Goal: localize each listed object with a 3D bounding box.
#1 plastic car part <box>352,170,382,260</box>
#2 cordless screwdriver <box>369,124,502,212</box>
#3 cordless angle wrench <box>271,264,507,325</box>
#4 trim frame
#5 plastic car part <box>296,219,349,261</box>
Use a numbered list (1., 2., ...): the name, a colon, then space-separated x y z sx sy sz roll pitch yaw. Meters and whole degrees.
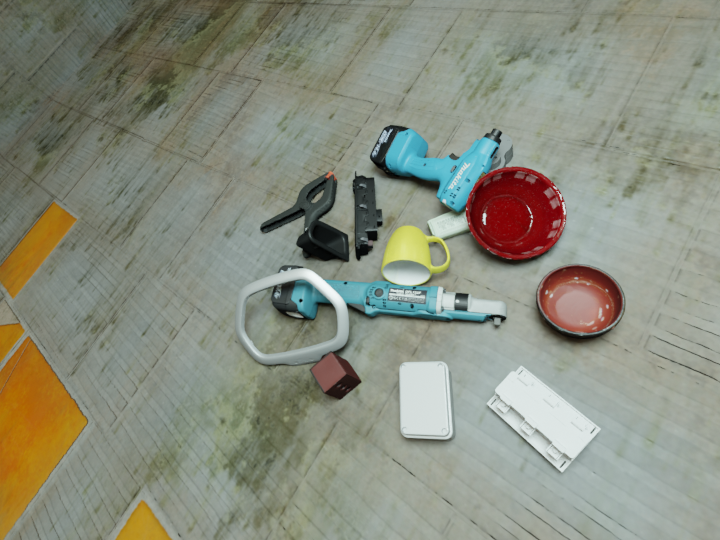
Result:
1. plastic car part: 0.011 -0.127 0.888 0.068 0.063 0.209 -10 60 8
2. cordless screwdriver: 0.143 -0.230 0.833 0.263 0.070 0.159 39 101 43
3. cordless angle wrench: 0.039 0.052 0.778 0.439 0.070 0.099 3 66 24
4. trim frame: -0.136 0.095 0.799 0.255 0.027 0.183 -18 93 22
5. plastic car part: -0.086 -0.056 0.875 0.073 0.110 0.068 -28 53 38
